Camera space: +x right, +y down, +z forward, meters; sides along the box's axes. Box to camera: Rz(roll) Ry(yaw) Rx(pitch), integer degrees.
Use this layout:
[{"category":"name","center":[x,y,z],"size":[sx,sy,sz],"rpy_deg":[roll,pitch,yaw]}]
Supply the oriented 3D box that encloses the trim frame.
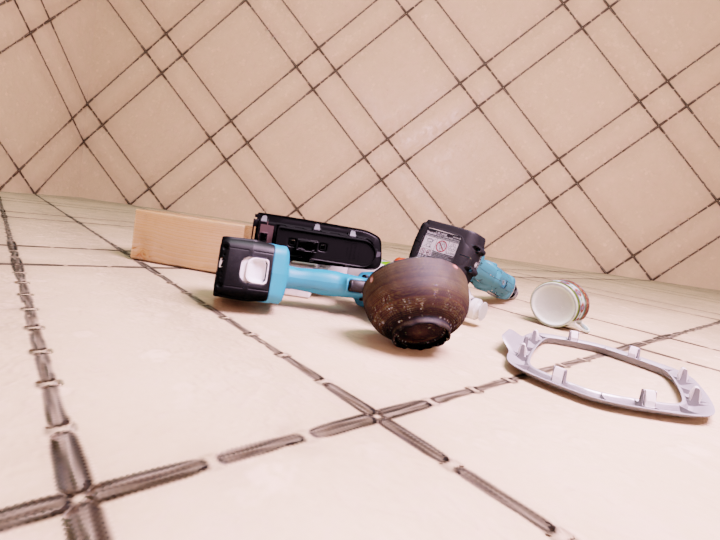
[{"category":"trim frame","center":[0.253,0.099,0.457],"size":[0.193,0.027,0.238],"rpy_deg":[11,10,31]}]

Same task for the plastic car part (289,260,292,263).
[{"category":"plastic car part","center":[-0.177,-0.033,0.927],"size":[0.110,0.065,0.075],"rpy_deg":[6,21,-48]}]

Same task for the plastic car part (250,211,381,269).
[{"category":"plastic car part","center":[-0.061,-0.040,0.628],"size":[0.200,0.066,0.068],"rpy_deg":[8,2,-7]}]

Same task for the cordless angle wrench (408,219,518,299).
[{"category":"cordless angle wrench","center":[0.223,0.009,0.762],"size":[0.103,0.074,0.400],"rpy_deg":[22,1,36]}]

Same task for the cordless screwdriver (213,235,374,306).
[{"category":"cordless screwdriver","center":[-0.055,0.012,0.533],"size":[0.241,0.075,0.163],"rpy_deg":[9,-5,-19]}]
